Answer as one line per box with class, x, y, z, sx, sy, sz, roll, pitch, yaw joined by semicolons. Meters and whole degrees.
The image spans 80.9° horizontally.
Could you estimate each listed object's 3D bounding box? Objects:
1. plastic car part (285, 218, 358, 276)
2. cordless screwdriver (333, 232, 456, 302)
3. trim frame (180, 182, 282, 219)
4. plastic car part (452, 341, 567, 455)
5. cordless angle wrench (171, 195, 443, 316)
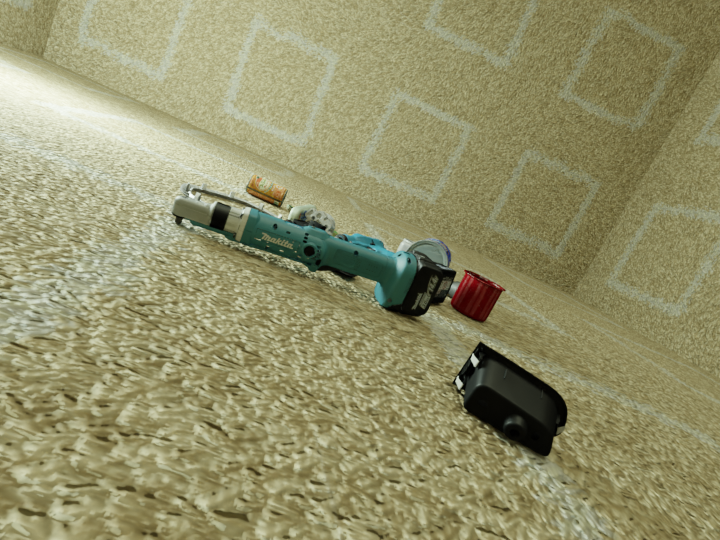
plastic car part;-0.078;-0.051;0.797;0.213;0.067;0.063;34;7;29
cordless screwdriver;0.064;-0.018;0.901;0.263;0.074;0.151;30;13;39
trim frame;-0.260;-0.137;0.883;0.195;0.027;0.235;35;14;37
plastic car part;0.157;0.143;0.441;0.121;0.065;0.069;32;28;19
cordless angle wrench;-0.081;-0.036;0.660;0.414;0.097;0.076;19;16;-11
